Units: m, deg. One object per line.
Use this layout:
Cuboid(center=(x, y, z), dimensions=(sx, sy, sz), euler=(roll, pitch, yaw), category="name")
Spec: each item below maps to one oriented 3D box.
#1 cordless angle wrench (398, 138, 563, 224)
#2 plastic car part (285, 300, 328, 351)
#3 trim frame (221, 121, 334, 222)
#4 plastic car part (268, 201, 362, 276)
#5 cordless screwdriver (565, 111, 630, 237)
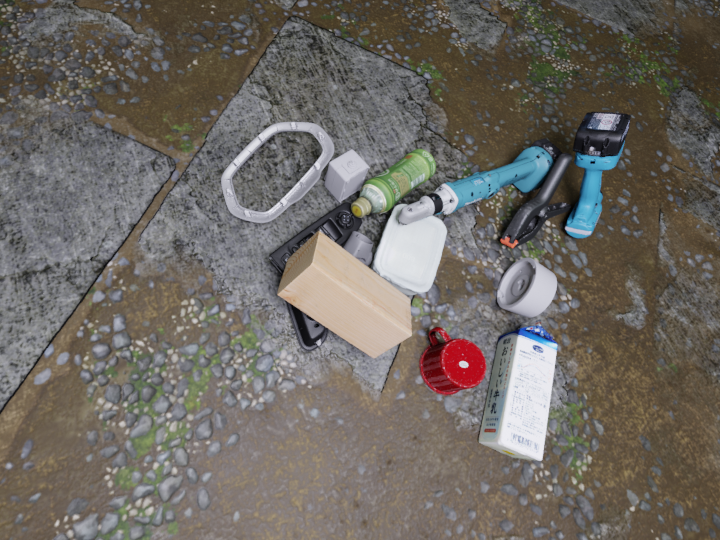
Cuboid(center=(0.244, -0.169, 0.845), dimensions=(0.412, 0.097, 0.077), euler=(-23, 67, -26), category="cordless angle wrench")
Cuboid(center=(-0.087, 0.074, 0.731), dimensions=(0.065, 0.070, 0.120), euler=(-14, 69, -16), category="plastic car part")
Cuboid(center=(-0.163, -0.199, 0.821), dimensions=(0.192, 0.026, 0.247), euler=(36, 76, 22), category="trim frame")
Cuboid(center=(-0.077, -0.050, 0.785), dimensions=(0.068, 0.066, 0.200), euler=(45, 66, 9), category="plastic car part")
Cuboid(center=(0.484, -0.204, 0.869), dimensions=(0.078, 0.238, 0.157), euler=(19, 50, 32), category="cordless screwdriver")
